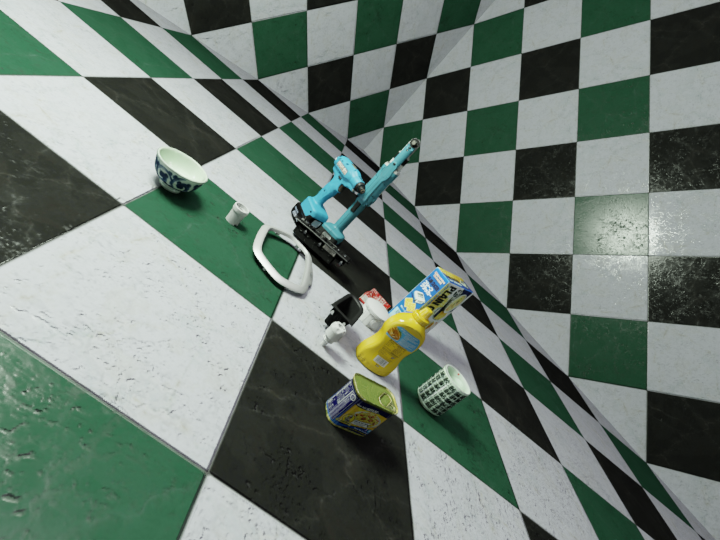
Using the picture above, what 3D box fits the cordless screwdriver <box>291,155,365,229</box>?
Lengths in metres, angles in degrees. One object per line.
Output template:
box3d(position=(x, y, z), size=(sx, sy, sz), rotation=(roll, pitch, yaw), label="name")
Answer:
box3d(position=(-0.093, -0.211, 1.269), size=(0.070, 0.250, 0.167), rotation=(23, 28, -45), label="cordless screwdriver")

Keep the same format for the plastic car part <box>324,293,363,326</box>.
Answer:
box3d(position=(-0.043, 0.104, 0.971), size=(0.067, 0.071, 0.114), rotation=(46, 20, 6), label="plastic car part")

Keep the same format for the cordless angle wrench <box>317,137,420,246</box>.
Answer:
box3d(position=(0.020, -0.218, 1.238), size=(0.075, 0.426, 0.096), rotation=(47, 20, 5), label="cordless angle wrench")

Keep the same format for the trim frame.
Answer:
box3d(position=(-0.185, -0.031, 1.048), size=(0.179, 0.028, 0.255), rotation=(36, 20, -18), label="trim frame")

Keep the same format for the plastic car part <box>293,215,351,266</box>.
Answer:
box3d(position=(-0.119, -0.078, 1.216), size=(0.205, 0.067, 0.065), rotation=(45, 20, 6), label="plastic car part")
